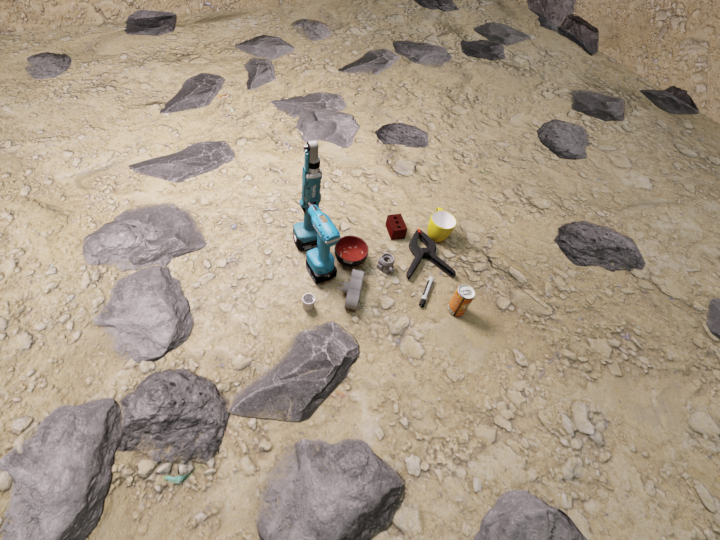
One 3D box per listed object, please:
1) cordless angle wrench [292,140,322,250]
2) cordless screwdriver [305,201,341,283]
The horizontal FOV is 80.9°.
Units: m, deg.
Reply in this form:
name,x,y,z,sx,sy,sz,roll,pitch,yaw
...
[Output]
name,x,y,z,sx,sy,sz,roll,pitch,yaw
cordless angle wrench,-0.154,-0.223,1.303,0.096,0.413,0.078,-12,56,-18
cordless screwdriver,-0.127,-0.083,1.302,0.073,0.243,0.167,-19,57,-22
